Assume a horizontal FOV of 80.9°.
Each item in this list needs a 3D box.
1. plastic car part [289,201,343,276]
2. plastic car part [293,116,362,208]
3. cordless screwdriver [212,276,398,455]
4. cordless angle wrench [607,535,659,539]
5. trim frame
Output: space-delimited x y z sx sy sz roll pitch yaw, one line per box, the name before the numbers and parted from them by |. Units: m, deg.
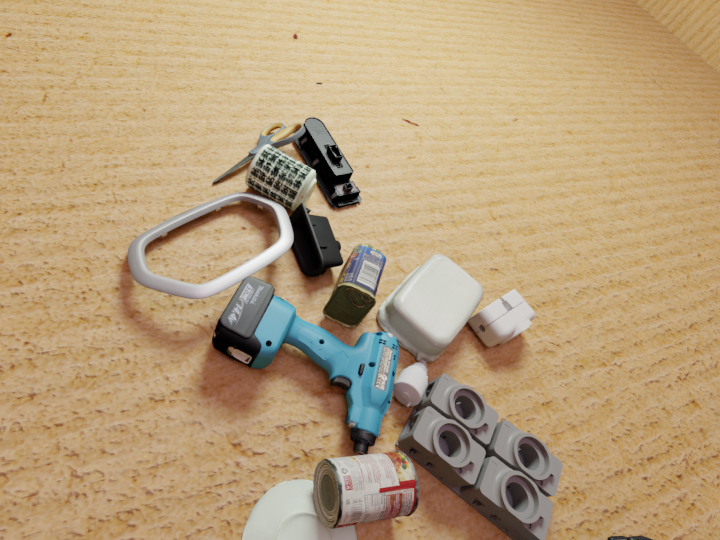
plastic car part | -0.066 -0.043 0.678 0.068 0.067 0.120 -6 62 -40
plastic car part | -0.066 -0.213 0.790 0.065 0.066 0.211 -20 63 -22
cordless screwdriver | -0.072 0.120 0.553 0.246 0.074 0.161 24 53 -7
cordless angle wrench | 0.168 0.368 0.464 0.414 0.073 0.101 3 57 -13
trim frame | -0.213 -0.045 0.620 0.193 0.027 0.244 36 54 26
